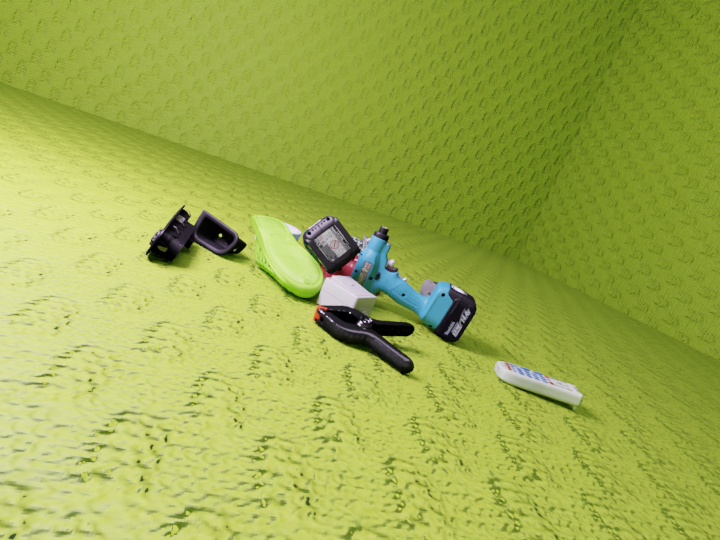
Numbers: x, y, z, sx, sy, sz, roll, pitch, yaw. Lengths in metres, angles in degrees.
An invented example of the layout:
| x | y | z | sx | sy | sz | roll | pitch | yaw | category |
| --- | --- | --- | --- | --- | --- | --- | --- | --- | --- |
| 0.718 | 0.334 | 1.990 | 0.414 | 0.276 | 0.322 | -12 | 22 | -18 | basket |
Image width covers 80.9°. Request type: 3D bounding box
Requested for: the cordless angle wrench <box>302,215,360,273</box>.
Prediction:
| x | y | z | sx | sy | sz | roll | pitch | yaw | category |
| --- | --- | --- | --- | --- | --- | --- | --- | --- | --- |
| -0.095 | -0.062 | 0.973 | 0.096 | 0.074 | 0.431 | 53 | -7 | -11 | cordless angle wrench |

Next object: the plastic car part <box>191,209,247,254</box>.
| x | y | z | sx | sy | sz | roll | pitch | yaw | category |
| --- | --- | --- | --- | --- | --- | --- | --- | --- | --- |
| -0.283 | -0.065 | 0.869 | 0.122 | 0.066 | 0.068 | 30 | 0 | 23 | plastic car part |

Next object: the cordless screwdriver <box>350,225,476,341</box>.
| x | y | z | sx | sy | sz | roll | pitch | yaw | category |
| --- | --- | --- | --- | --- | --- | --- | --- | --- | --- |
| 0.109 | 0.025 | 0.851 | 0.255 | 0.158 | 0.073 | 25 | 12 | 11 | cordless screwdriver |

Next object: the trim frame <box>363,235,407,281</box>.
| x | y | z | sx | sy | sz | roll | pitch | yaw | category |
| --- | --- | --- | --- | --- | --- | --- | --- | --- | --- |
| 0.066 | -0.012 | 1.053 | 0.179 | 0.028 | 0.254 | 45 | 14 | -17 | trim frame |

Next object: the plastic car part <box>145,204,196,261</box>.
| x | y | z | sx | sy | sz | roll | pitch | yaw | category |
| --- | --- | --- | --- | --- | --- | --- | --- | --- | --- |
| -0.338 | -0.061 | 0.767 | 0.065 | 0.066 | 0.208 | 44 | 4 | -18 | plastic car part |
